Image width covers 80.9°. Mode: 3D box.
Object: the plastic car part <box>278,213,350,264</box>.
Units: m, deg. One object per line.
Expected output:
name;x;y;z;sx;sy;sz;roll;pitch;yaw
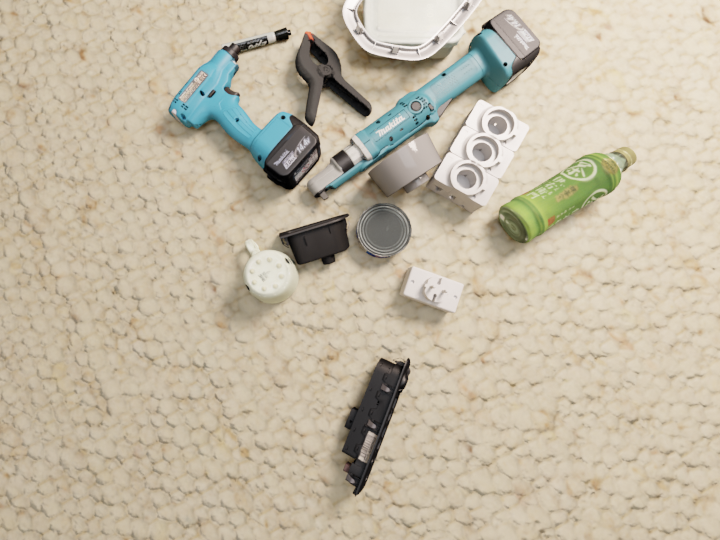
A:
plastic car part;-0.065;-0.043;0.667;0.116;0.067;0.070;-14;100;-6

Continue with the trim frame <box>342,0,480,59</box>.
trim frame;0.085;-0.439;0.667;0.186;0.027;0.248;41;86;7

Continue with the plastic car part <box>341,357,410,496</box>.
plastic car part;0.020;0.217;0.632;0.070;0.063;0.203;24;84;26

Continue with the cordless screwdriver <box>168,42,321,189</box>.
cordless screwdriver;-0.171;-0.254;0.685;0.253;0.073;0.159;35;84;8

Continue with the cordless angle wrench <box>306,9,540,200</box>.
cordless angle wrench;0.088;-0.254;0.685;0.422;0.074;0.099;-36;86;-2
